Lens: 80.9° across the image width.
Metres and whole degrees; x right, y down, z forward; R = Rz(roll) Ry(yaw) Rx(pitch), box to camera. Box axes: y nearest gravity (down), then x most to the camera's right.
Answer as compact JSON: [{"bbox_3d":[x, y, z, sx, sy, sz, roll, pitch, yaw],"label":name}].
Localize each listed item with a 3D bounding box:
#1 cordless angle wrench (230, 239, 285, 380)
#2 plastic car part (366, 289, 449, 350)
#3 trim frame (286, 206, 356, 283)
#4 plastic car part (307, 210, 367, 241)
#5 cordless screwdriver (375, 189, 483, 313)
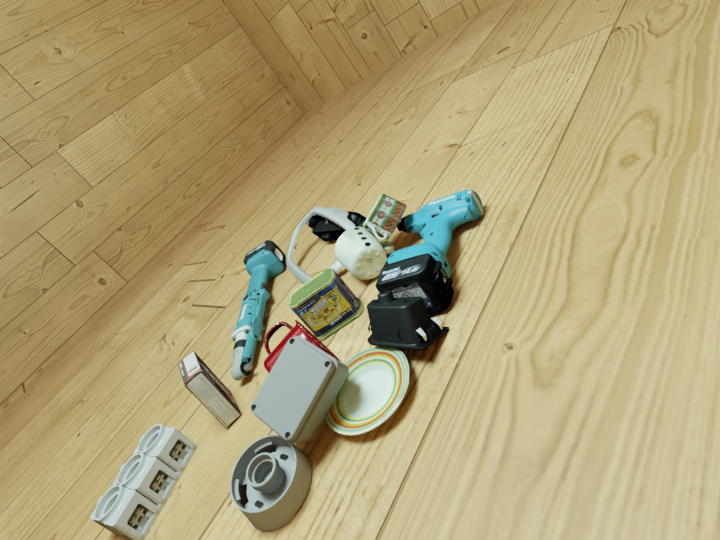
[{"bbox_3d":[-0.235,0.076,0.939,0.099,0.071,0.436,-32,29,15],"label":"cordless angle wrench"},{"bbox_3d":[0.048,0.063,0.577,0.064,0.070,0.122,-22,12,-41],"label":"plastic car part"},{"bbox_3d":[-0.092,-0.060,0.946,0.184,0.026,0.262,-60,35,2],"label":"trim frame"},{"bbox_3d":[-0.060,-0.103,1.000,0.212,0.063,0.067,-3,52,50],"label":"plastic car part"},{"bbox_3d":[0.095,-0.034,0.687,0.165,0.072,0.248,-15,31,40],"label":"cordless screwdriver"}]
